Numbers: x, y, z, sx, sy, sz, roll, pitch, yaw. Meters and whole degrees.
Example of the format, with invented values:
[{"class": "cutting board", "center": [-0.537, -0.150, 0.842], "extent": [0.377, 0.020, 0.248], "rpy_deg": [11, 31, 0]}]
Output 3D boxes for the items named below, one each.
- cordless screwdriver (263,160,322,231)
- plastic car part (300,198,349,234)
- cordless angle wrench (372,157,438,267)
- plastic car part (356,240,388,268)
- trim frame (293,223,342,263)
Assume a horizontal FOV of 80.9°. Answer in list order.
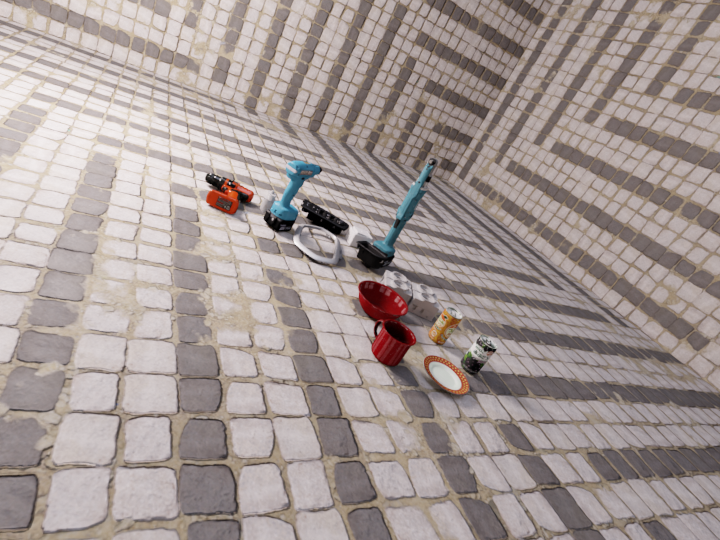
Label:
[{"class": "cordless screwdriver", "center": [-0.223, -0.254, 1.432], "extent": [0.077, 0.247, 0.153], "rpy_deg": [39, 26, 21]}, {"class": "plastic car part", "center": [-0.141, -0.195, 1.612], "extent": [0.202, 0.067, 0.067], "rpy_deg": [25, 24, -3]}, {"class": "cordless angle wrench", "center": [0.156, -0.203, 1.486], "extent": [0.077, 0.421, 0.094], "rpy_deg": [39, 26, 21]}, {"class": "plastic car part", "center": [0.032, -0.047, 1.480], "extent": [0.122, 0.070, 0.063], "rpy_deg": [42, 28, 30]}, {"class": "trim frame", "center": [-0.142, -0.093, 1.456], "extent": [0.181, 0.027, 0.254], "rpy_deg": [21, 25, -10]}]
